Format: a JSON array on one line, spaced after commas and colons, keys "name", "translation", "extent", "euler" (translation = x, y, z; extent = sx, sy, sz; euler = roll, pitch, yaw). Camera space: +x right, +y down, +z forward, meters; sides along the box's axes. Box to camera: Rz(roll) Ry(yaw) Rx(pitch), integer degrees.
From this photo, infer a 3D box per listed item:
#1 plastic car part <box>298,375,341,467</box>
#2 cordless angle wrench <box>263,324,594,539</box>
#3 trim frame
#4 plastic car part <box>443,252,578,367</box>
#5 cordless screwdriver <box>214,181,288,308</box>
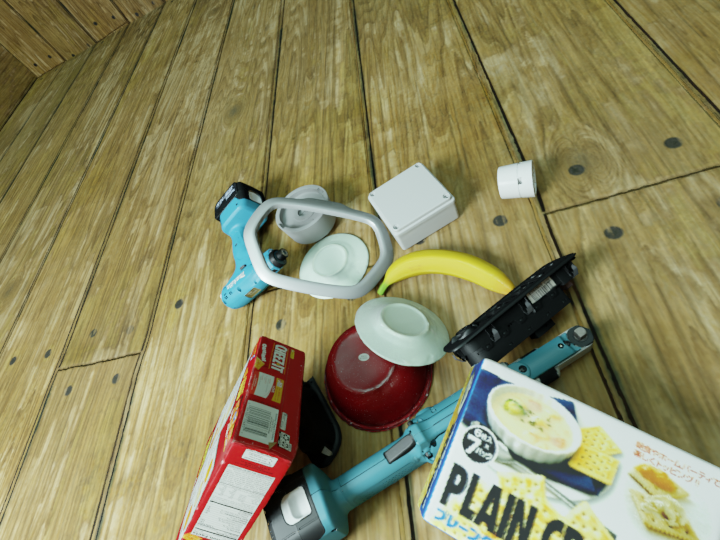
[{"name": "plastic car part", "translation": [-0.078, 0.201, 0.576], "extent": [0.066, 0.067, 0.123], "euler": [-42, 46, 0]}, {"name": "cordless angle wrench", "translation": [0.087, 0.189, 0.491], "extent": [0.423, 0.093, 0.078], "euler": [-32, 49, 0]}, {"name": "trim frame", "translation": [-0.068, -0.044, 0.694], "extent": [0.248, 0.027, 0.188], "euler": [8, 63, -1]}, {"name": "plastic car part", "translation": [0.189, 0.057, 0.518], "extent": [0.200, 0.067, 0.067], "euler": [-30, 88, -14]}, {"name": "cordless screwdriver", "translation": [-0.206, -0.067, 0.799], "extent": [0.161, 0.070, 0.259], "euler": [-39, 48, 28]}]
